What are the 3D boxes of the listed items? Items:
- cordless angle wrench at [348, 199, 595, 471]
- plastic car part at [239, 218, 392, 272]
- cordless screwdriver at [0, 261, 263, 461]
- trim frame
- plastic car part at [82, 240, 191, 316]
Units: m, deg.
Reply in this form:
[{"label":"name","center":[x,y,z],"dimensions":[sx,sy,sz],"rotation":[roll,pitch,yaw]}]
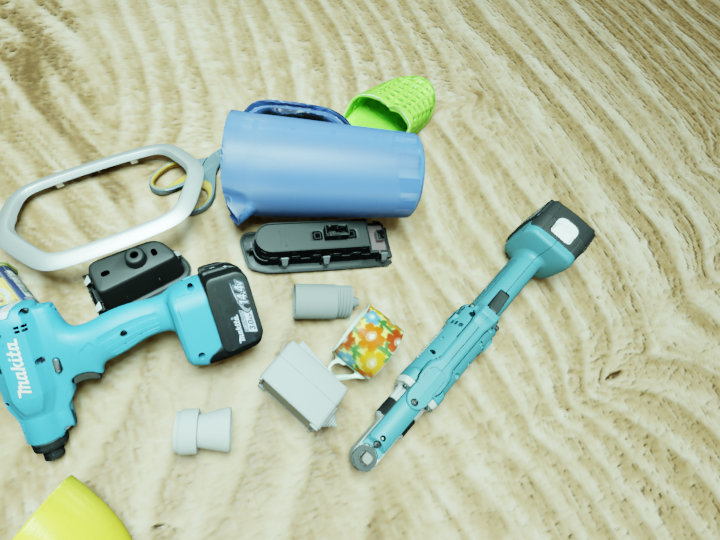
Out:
[{"label":"cordless angle wrench","center":[0.135,0.073,0.521],"dimensions":[0.076,0.097,0.419],"rotation":[44,70,8]},{"label":"plastic car part","center":[-0.054,-0.035,0.550],"dimensions":[0.200,0.067,0.068],"rotation":[-5,75,-10]},{"label":"cordless screwdriver","center":[-0.229,0.086,0.442],"dimensions":[0.242,0.077,0.157],"rotation":[-14,102,-21]},{"label":"trim frame","center":[-0.313,-0.088,0.520],"dimensions":[0.244,0.027,0.193],"rotation":[-27,57,-16]},{"label":"plastic car part","center":[-0.262,-0.001,0.490],"dimensions":[0.114,0.070,0.068],"rotation":[-29,76,-19]}]
